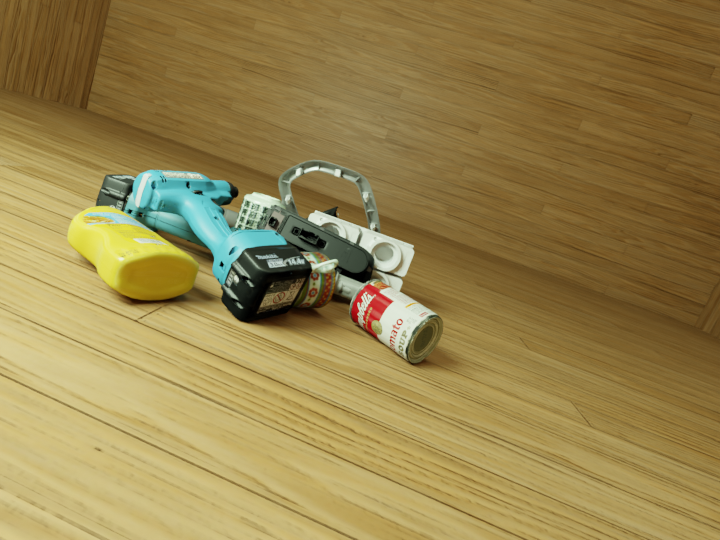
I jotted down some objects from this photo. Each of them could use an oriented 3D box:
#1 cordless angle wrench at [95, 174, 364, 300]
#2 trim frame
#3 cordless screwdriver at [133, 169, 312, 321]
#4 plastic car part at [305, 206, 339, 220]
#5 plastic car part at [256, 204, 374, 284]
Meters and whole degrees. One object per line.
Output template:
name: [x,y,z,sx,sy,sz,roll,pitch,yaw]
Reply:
cordless angle wrench: [-0.185,-0.037,0.646,0.422,0.074,0.098,21,10,-1]
trim frame: [-0.060,-0.102,0.790,0.189,0.237,0.028,0,49,15]
cordless screwdriver: [-0.164,-0.050,0.551,0.260,0.074,0.153,40,27,24]
plastic car part: [-0.090,-0.075,0.881,0.120,0.068,0.066,-20,26,27]
plastic car part: [-0.067,-0.044,0.680,0.203,0.066,0.067,27,-17,-1]
